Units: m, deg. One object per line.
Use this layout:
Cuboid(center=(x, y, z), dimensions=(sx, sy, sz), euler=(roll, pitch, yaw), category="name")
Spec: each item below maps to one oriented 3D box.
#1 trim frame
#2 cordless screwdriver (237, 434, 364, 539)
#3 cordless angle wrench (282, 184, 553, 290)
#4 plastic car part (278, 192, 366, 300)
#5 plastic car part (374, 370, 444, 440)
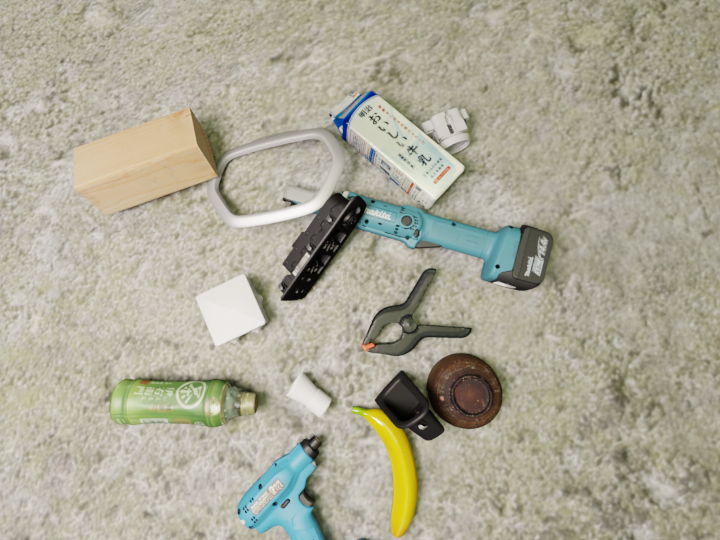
Cuboid(center=(-0.146, -0.161, 0.713), dimensions=(0.253, 0.026, 0.189), euler=(-12, 66, 14), category="trim frame")
Cuboid(center=(-0.047, 0.384, 0.622), dimensions=(0.255, 0.072, 0.159), euler=(43, 86, 13), category="cordless screwdriver")
Cuboid(center=(0.074, -0.073, 0.688), dimensions=(0.430, 0.073, 0.098), euler=(17, 84, 9), category="cordless angle wrench")
Cuboid(center=(-0.065, -0.043, 0.670), dimensions=(0.204, 0.063, 0.070), euler=(-49, 59, 17), category="plastic car part")
Cuboid(center=(0.081, 0.212, 0.626), dimensions=(0.069, 0.120, 0.066), euler=(44, 85, -19), category="plastic car part")
